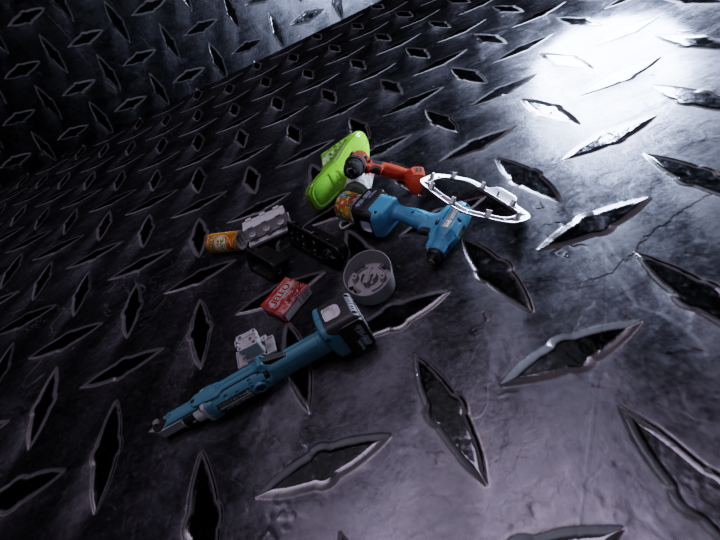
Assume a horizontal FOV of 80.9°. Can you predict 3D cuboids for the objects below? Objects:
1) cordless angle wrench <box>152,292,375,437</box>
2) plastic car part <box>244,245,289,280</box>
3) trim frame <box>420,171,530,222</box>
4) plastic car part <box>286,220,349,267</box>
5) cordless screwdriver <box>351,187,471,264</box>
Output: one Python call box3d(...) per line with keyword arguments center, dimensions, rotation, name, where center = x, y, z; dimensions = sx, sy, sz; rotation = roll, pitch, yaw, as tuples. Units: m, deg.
box3d(center=(-0.180, 0.186, 0.751), dimensions=(0.424, 0.093, 0.078), rotation=(-30, 39, 3), name="cordless angle wrench")
box3d(center=(-0.214, -0.024, 1.010), dimensions=(0.123, 0.064, 0.069), rotation=(21, 43, 37), name="plastic car part")
box3d(center=(0.235, -0.159, 0.883), dimensions=(0.178, 0.027, 0.262), rotation=(-3, 31, -24), name="trim frame")
box3d(center=(-0.097, -0.063, 0.989), dimensions=(0.065, 0.065, 0.215), rotation=(-17, 31, -32), name="plastic car part")
box3d(center=(0.093, -0.097, 0.910), dimensions=(0.262, 0.071, 0.158), rotation=(15, 55, 34), name="cordless screwdriver")
